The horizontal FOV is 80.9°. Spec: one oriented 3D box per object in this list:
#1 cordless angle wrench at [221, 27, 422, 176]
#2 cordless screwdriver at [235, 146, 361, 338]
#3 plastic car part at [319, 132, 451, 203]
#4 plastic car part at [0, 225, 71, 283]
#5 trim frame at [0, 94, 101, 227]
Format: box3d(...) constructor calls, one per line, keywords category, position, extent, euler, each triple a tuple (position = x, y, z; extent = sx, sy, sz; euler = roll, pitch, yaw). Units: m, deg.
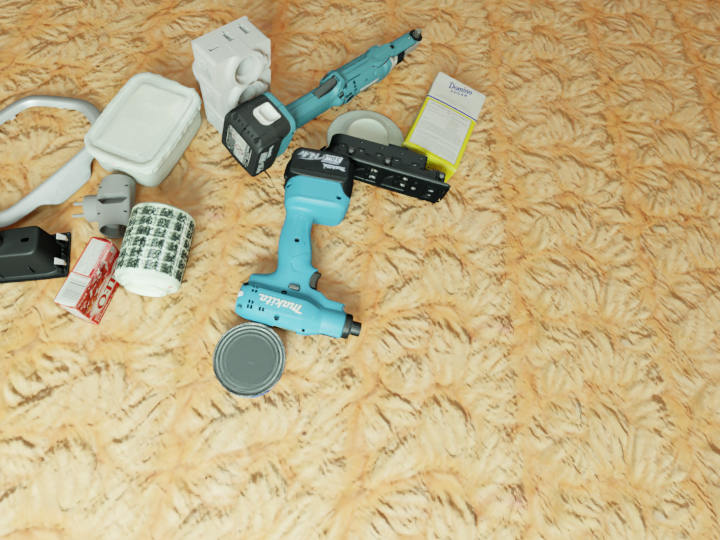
box3d(category="cordless angle wrench", position=(-0.035, -0.300, 0.689), extent=(0.075, 0.099, 0.417), euler=(48, 64, -1))
box3d(category="cordless screwdriver", position=(-0.056, -0.036, 0.570), extent=(0.159, 0.073, 0.252), euler=(14, 69, -1))
box3d(category="plastic car part", position=(0.031, -0.159, 0.630), extent=(0.204, 0.066, 0.067), euler=(13, 82, 2))
box3d(category="plastic car part", position=(-0.435, -0.025, 0.525), extent=(0.114, 0.070, 0.068), euler=(-7, 67, -14))
box3d(category="trim frame", position=(-0.482, -0.165, 0.610), extent=(0.188, 0.027, 0.248), euler=(30, 64, 9))
